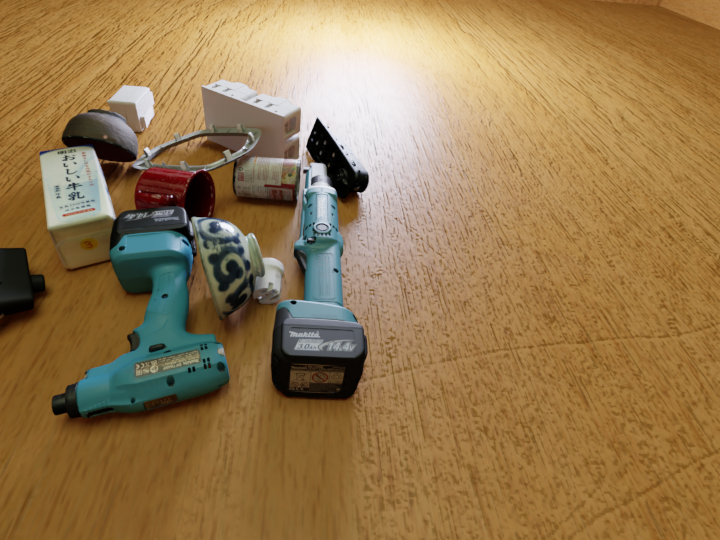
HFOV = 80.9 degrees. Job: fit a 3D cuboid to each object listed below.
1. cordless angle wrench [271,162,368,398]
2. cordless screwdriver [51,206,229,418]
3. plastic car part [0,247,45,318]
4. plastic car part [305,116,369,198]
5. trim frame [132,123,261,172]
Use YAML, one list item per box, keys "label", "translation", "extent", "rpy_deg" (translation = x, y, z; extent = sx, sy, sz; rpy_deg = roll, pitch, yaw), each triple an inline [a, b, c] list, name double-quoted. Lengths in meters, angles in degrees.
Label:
- label: "cordless angle wrench"
  translation: [-0.057, -0.037, 0.579]
  extent: [0.097, 0.072, 0.437]
  rpy_deg: [2, 41, -7]
- label: "cordless screwdriver"
  translation: [-0.249, 0.037, 0.477]
  extent: [0.155, 0.072, 0.261]
  rpy_deg: [-12, 50, -19]
- label: "plastic car part"
  translation: [-0.415, 0.015, 0.497]
  extent: [0.068, 0.065, 0.122]
  rpy_deg: [-12, 47, -40]
- label: "plastic car part"
  translation: [-0.040, -0.196, 0.759]
  extent: [0.064, 0.066, 0.213]
  rpy_deg: [14, 34, -34]
- label: "trim frame"
  translation: [-0.278, -0.206, 0.714]
  extent: [0.261, 0.026, 0.183]
  rpy_deg: [13, 46, 32]
